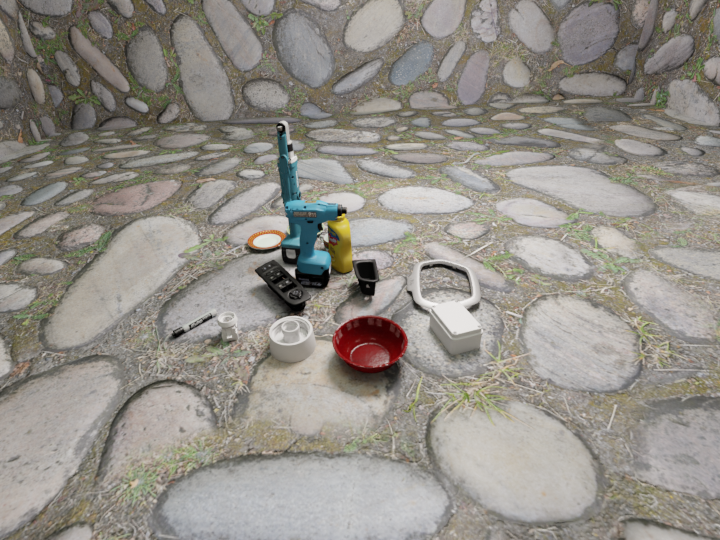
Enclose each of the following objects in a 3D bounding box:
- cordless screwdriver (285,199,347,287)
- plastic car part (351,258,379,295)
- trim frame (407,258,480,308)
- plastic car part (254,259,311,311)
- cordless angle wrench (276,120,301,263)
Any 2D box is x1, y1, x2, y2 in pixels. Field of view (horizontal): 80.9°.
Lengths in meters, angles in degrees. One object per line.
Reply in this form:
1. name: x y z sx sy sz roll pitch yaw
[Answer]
1. cordless screwdriver: -0.111 -0.073 1.137 0.162 0.241 0.075 3 31 9
2. plastic car part: 0.016 0.026 1.127 0.066 0.069 0.120 -5 32 -3
3. trim frame: 0.218 0.035 1.125 0.187 0.027 0.252 1 33 8
4. plastic car part: -0.206 0.047 1.126 0.064 0.065 0.215 -24 37 -30
5. cordless angle wrench: -0.200 -0.217 1.217 0.076 0.410 0.098 7 32 14
